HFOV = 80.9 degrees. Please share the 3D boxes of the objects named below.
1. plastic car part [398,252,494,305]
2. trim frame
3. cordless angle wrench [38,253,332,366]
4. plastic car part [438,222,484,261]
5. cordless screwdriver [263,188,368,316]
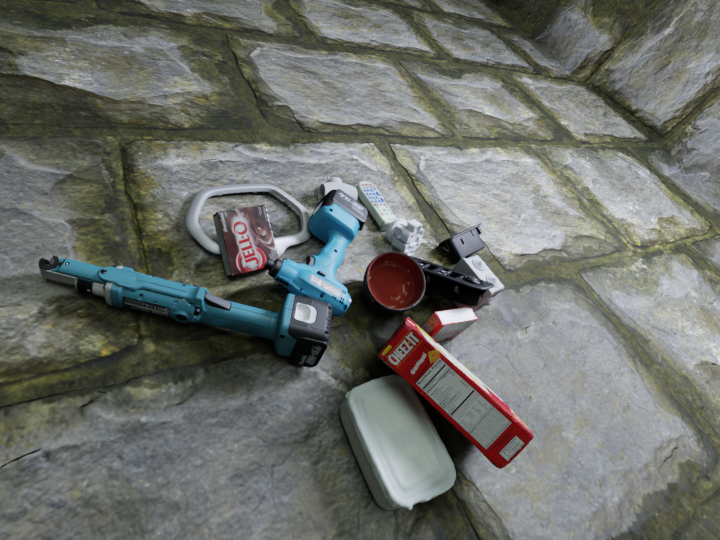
[{"bbox_3d":[0.144,0.019,0.807,0.213,0.067,0.063,15,9,32],"label":"plastic car part"},{"bbox_3d":[-0.210,-0.099,0.811,0.239,0.027,0.192,-11,56,-34],"label":"trim frame"},{"bbox_3d":[-0.255,0.048,0.627,0.418,0.097,0.076,15,47,-6],"label":"cordless angle wrench"},{"bbox_3d":[0.234,-0.052,0.953,0.113,0.067,0.072,-27,82,-36],"label":"plastic car part"},{"bbox_3d":[-0.076,-0.050,0.779,0.154,0.075,0.253,29,47,-18],"label":"cordless screwdriver"}]
